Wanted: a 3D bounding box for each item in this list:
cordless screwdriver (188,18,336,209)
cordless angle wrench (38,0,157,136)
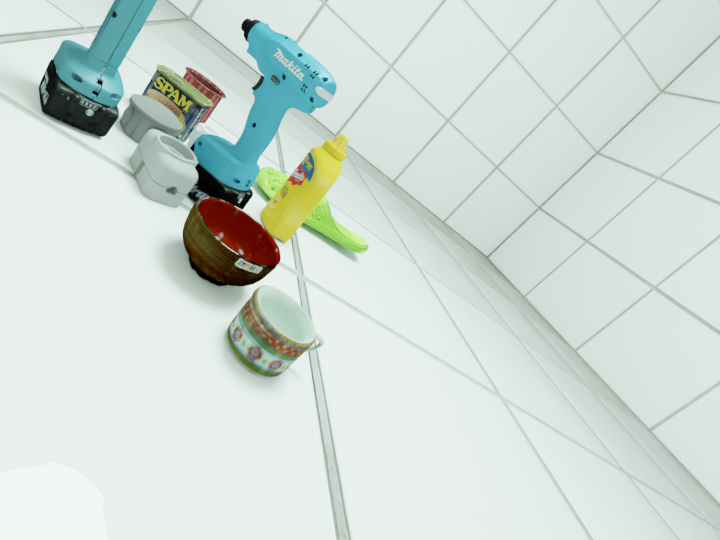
[{"bbox_3d":[-0.164,-0.209,0.586,0.163,0.250,0.072,46,18,11],"label":"cordless screwdriver"},{"bbox_3d":[-0.235,-0.349,0.480,0.070,0.425,0.103,20,29,-51],"label":"cordless angle wrench"}]
